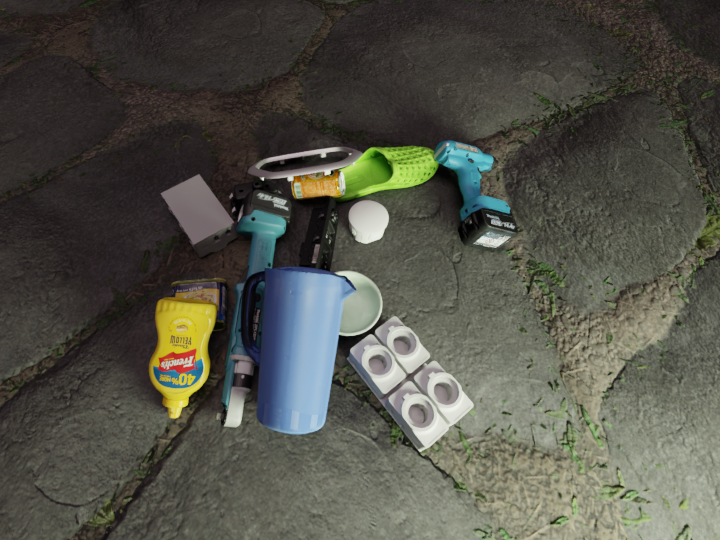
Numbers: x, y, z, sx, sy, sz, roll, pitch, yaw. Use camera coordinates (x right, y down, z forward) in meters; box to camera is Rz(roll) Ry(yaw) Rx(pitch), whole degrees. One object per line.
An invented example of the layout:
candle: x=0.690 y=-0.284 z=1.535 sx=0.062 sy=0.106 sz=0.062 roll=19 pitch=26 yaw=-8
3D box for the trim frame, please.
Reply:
trim frame: x=-0.118 y=-0.230 z=0.905 sx=0.247 sy=0.026 sz=0.191 roll=-13 pitch=30 yaw=-4

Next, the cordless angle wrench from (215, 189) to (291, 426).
cordless angle wrench: x=-0.197 y=0.054 z=0.766 sx=0.094 sy=0.075 sz=0.432 roll=14 pitch=62 yaw=-23

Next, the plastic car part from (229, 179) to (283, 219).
plastic car part: x=-0.222 y=-0.161 z=0.894 sx=0.116 sy=0.069 sz=0.068 roll=-14 pitch=66 yaw=-6

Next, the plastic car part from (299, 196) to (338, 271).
plastic car part: x=-0.082 y=-0.054 z=0.843 sx=0.070 sy=0.063 sz=0.206 roll=-2 pitch=59 yaw=26

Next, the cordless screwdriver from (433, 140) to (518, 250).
cordless screwdriver: x=0.257 y=-0.164 z=0.890 sx=0.153 sy=0.075 sz=0.257 roll=5 pitch=57 yaw=-24
